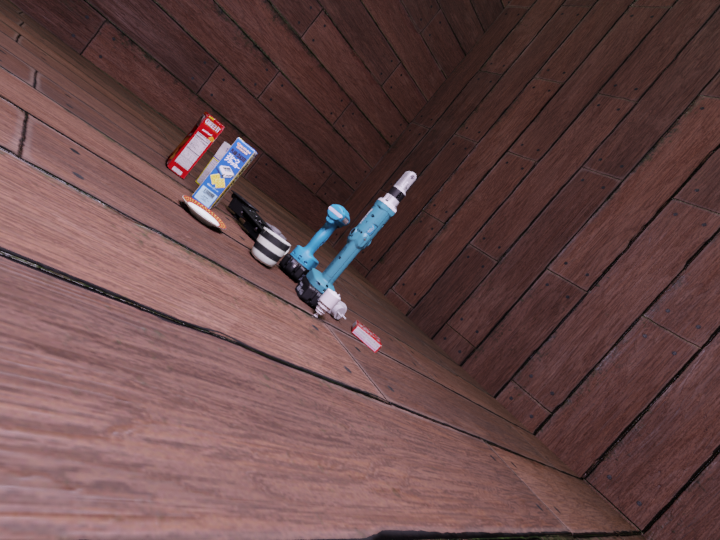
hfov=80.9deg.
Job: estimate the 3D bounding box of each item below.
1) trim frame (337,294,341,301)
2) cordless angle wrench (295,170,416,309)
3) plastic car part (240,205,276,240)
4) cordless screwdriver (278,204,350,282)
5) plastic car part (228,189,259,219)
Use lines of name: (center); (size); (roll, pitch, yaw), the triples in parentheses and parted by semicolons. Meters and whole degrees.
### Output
trim frame: (-0.147, 0.034, 1.365); (0.177, 0.027, 0.259); (38, 3, -24)
cordless angle wrench: (-0.002, -0.083, 1.072); (0.072, 0.423, 0.102); (38, 4, -22)
plastic car part: (-0.301, -0.113, 1.283); (0.212, 0.067, 0.063); (41, 4, 25)
cordless screwdriver: (-0.121, -0.079, 1.233); (0.076, 0.249, 0.155); (41, 4, 10)
plastic car part: (-0.400, -0.206, 1.413); (0.123, 0.071, 0.062); (42, 4, 33)
